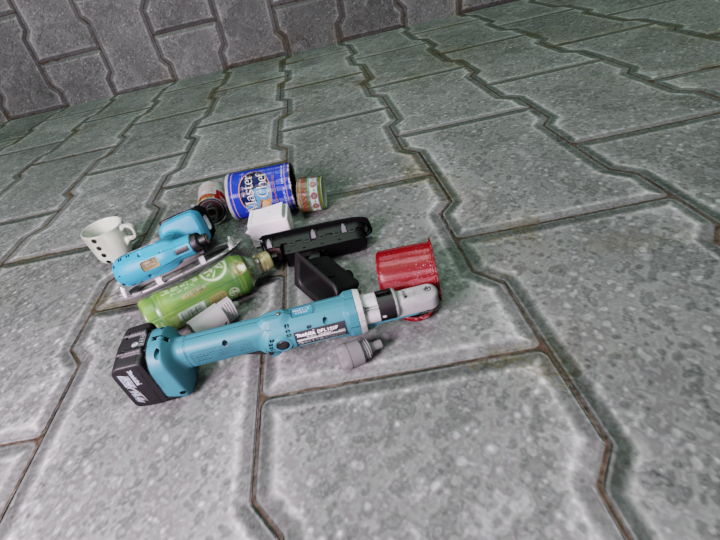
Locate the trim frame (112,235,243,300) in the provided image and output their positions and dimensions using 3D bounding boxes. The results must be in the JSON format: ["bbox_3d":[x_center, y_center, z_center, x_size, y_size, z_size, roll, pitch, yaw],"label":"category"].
[{"bbox_3d":[-0.329,-0.007,0.770,0.245,0.027,0.191,-30,17,-16],"label":"trim frame"}]

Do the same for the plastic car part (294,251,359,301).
[{"bbox_3d":[-0.048,0.015,0.674,0.069,0.064,0.123,-21,38,-35],"label":"plastic car part"}]

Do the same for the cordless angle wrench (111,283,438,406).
[{"bbox_3d":[-0.105,0.081,0.560,0.424,0.094,0.077,-14,38,2],"label":"cordless angle wrench"}]

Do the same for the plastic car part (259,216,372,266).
[{"bbox_3d":[-0.074,-0.048,0.753,0.202,0.063,0.070,-16,47,-2],"label":"plastic car part"}]

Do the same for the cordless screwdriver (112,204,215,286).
[{"bbox_3d":[-0.321,-0.058,0.766,0.160,0.072,0.254,-22,20,5],"label":"cordless screwdriver"}]
